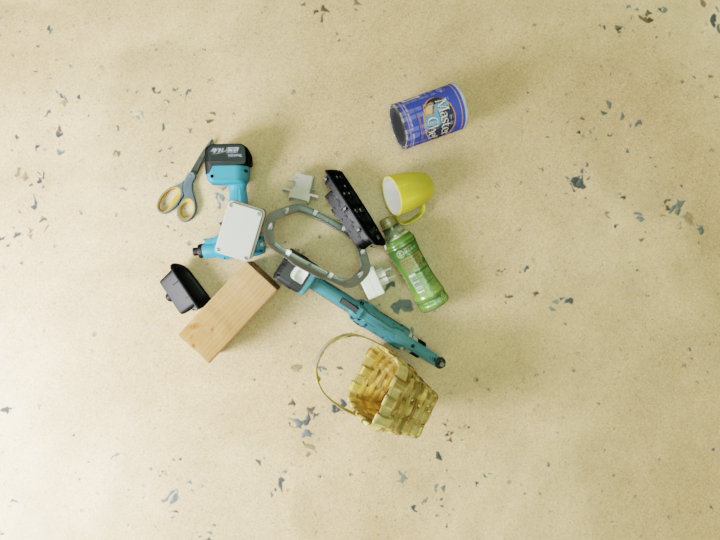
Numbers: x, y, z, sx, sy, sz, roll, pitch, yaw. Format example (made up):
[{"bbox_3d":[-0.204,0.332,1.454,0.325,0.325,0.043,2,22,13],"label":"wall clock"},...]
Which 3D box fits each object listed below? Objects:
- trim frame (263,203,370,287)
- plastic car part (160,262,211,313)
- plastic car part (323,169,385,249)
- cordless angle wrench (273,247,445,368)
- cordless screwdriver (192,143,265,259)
[{"bbox_3d":[-0.087,-0.057,0.895,0.246,0.027,0.186,29,46,-5],"label":"trim frame"},{"bbox_3d":[-0.395,0.048,0.933,0.071,0.065,0.117,-40,88,12],"label":"plastic car part"},{"bbox_3d":[-0.023,-0.126,0.921,0.068,0.064,0.208,-42,74,23],"label":"plastic car part"},{"bbox_3d":[0.007,0.095,0.924,0.419,0.099,0.074,33,89,-5],"label":"cordless angle wrench"},{"bbox_3d":[-0.301,-0.148,0.928,0.159,0.075,0.248,-6,93,-2],"label":"cordless screwdriver"}]
